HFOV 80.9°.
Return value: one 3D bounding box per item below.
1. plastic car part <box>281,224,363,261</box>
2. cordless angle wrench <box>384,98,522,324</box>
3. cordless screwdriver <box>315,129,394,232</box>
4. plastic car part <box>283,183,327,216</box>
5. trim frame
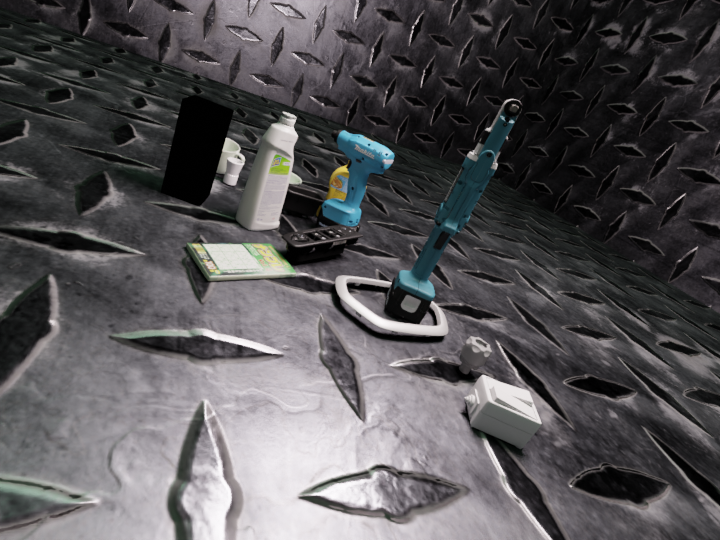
[{"bbox_3d":[-0.087,-0.057,0.890,0.070,0.066,0.194,38,28,30],"label":"plastic car part"},{"bbox_3d":[0.164,-0.097,0.753,0.075,0.420,0.098,25,23,-1],"label":"cordless angle wrench"},{"bbox_3d":[-0.038,-0.200,1.006,0.166,0.247,0.072,34,25,21],"label":"cordless screwdriver"},{"bbox_3d":[-0.151,-0.171,1.065,0.111,0.070,0.069,9,28,-29],"label":"plastic car part"},{"bbox_3d":[0.062,0.064,0.815,0.238,0.027,0.194,8,28,-30],"label":"trim frame"}]
